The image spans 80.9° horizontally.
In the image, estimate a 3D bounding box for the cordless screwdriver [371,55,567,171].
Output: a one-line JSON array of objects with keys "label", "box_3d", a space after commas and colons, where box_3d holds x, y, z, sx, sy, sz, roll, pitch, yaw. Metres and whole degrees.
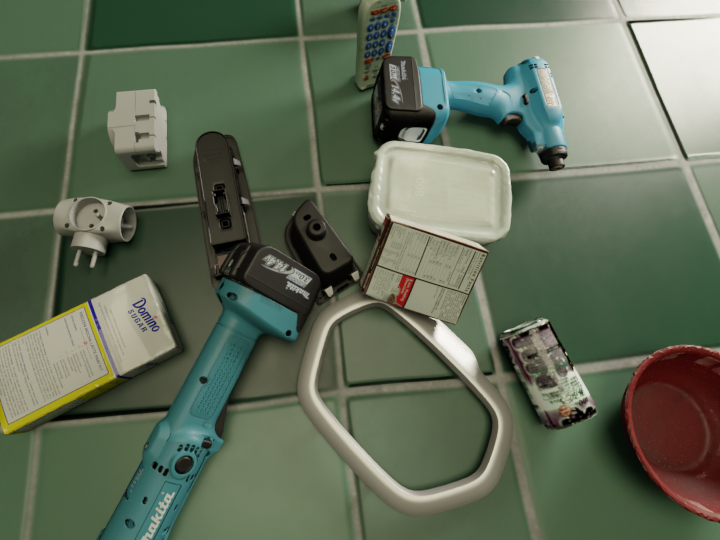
[{"label": "cordless screwdriver", "box_3d": [0.143, -0.200, 0.550, 0.246, 0.073, 0.163, -4, 72, -7]}]

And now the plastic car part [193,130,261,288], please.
[{"label": "plastic car part", "box_3d": [-0.168, -0.085, 0.509, 0.066, 0.065, 0.209, -15, 70, -2]}]

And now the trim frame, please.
[{"label": "trim frame", "box_3d": [0.046, 0.133, 0.456, 0.255, 0.027, 0.183, 43, 76, 14]}]

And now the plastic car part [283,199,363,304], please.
[{"label": "plastic car part", "box_3d": [-0.048, -0.031, 0.487, 0.065, 0.070, 0.119, -30, 79, -14]}]

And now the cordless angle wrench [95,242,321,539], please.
[{"label": "cordless angle wrench", "box_3d": [-0.174, 0.173, 0.408, 0.093, 0.078, 0.424, 33, 75, -31]}]
